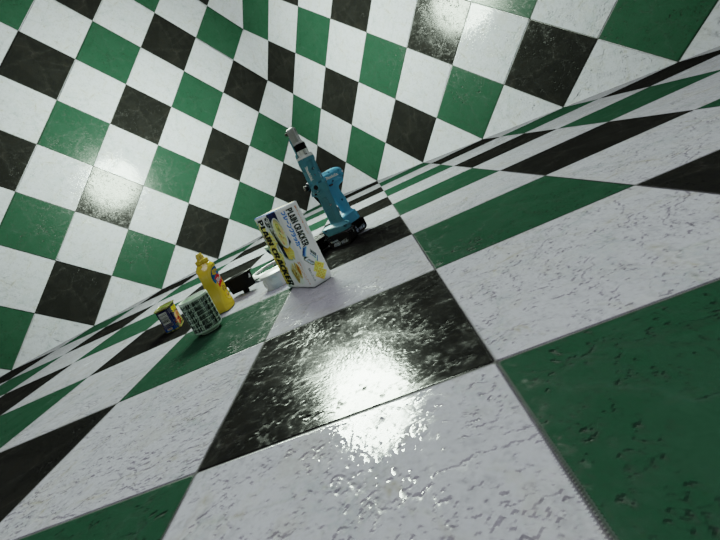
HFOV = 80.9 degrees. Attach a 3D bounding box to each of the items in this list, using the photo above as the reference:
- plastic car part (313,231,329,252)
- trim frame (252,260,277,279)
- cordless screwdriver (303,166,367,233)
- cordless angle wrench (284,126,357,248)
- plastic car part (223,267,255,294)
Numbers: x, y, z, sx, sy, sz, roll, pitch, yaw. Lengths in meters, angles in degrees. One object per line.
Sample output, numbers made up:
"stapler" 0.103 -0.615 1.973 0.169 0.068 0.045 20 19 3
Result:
"plastic car part" -0.144 -0.094 1.469 0.068 0.066 0.201 -21 14 23
"trim frame" -0.297 -0.023 1.567 0.249 0.027 0.187 -25 14 3
"cordless screwdriver" -0.091 -0.227 1.488 0.156 0.245 0.077 -31 10 -27
"cordless angle wrench" -0.140 -0.279 1.407 0.101 0.417 0.073 -21 10 27
"plastic car part" -0.400 0.044 1.412 0.120 0.070 0.065 -19 13 28
